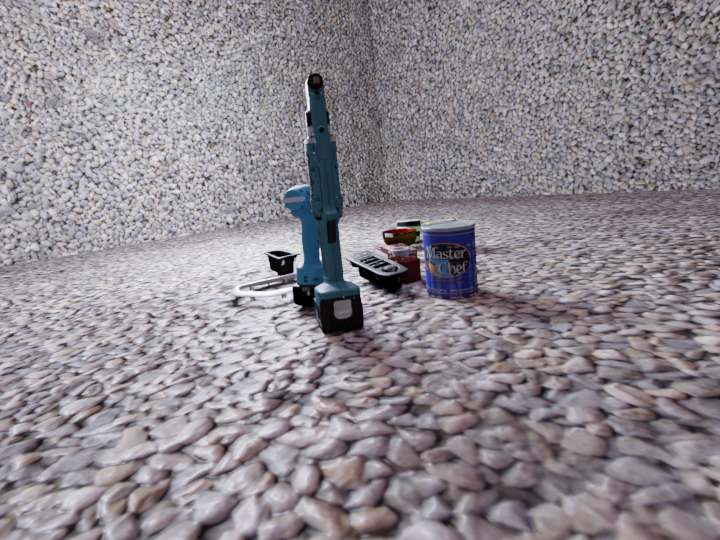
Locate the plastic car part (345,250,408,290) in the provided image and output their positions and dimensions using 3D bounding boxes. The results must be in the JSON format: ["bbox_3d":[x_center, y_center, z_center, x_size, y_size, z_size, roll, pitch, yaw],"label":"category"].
[{"bbox_3d":[0.037,0.002,0.972,0.064,0.066,0.212,-11,13,-24],"label":"plastic car part"}]

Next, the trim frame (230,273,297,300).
[{"bbox_3d":[-0.190,0.037,1.016,0.239,0.027,0.194,-16,16,-36],"label":"trim frame"}]

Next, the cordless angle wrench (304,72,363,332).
[{"bbox_3d":[-0.057,-0.110,0.716,0.073,0.418,0.100,-7,9,-11],"label":"cordless angle wrench"}]

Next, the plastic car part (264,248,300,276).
[{"bbox_3d":[-0.221,-0.018,1.177,0.063,0.070,0.122,-13,13,-33],"label":"plastic car part"}]

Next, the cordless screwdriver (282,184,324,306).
[{"bbox_3d":[-0.086,-0.056,0.883,0.077,0.246,0.154,-1,11,28],"label":"cordless screwdriver"}]
